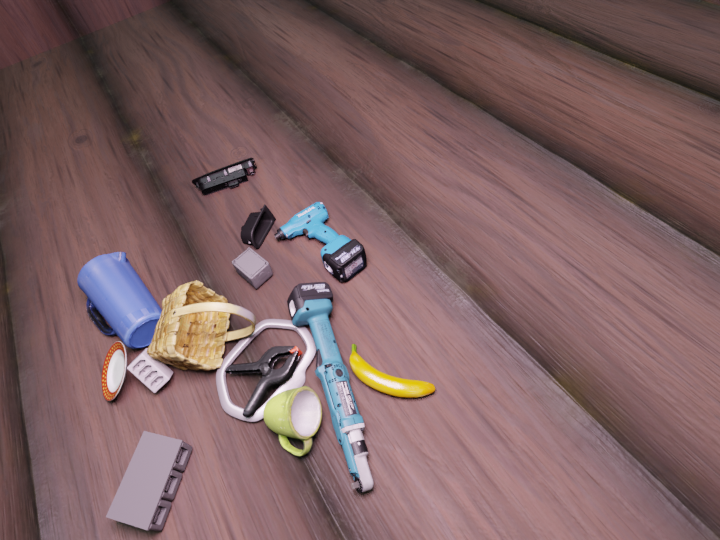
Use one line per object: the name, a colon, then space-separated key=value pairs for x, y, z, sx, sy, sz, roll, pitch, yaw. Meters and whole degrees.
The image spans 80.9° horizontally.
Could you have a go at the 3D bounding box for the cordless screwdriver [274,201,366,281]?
cordless screwdriver: x=-0.107 y=-0.070 z=1.094 sx=0.157 sy=0.071 sz=0.263 roll=-33 pitch=53 yaw=-14

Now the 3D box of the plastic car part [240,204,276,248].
plastic car part: x=-0.297 y=-0.120 z=1.175 sx=0.074 sy=0.062 sz=0.117 roll=7 pitch=58 yaw=31

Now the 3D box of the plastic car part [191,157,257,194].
plastic car part: x=-0.417 y=-0.284 z=1.312 sx=0.202 sy=0.065 sz=0.068 roll=-17 pitch=80 yaw=-4

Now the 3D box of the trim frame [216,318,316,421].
trim frame: x=-0.210 y=0.213 z=0.939 sx=0.193 sy=0.026 sz=0.247 roll=28 pitch=62 yaw=27

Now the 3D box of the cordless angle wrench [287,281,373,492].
cordless angle wrench: x=-0.056 y=0.220 z=0.873 sx=0.094 sy=0.074 sz=0.441 roll=-3 pitch=54 yaw=-27
